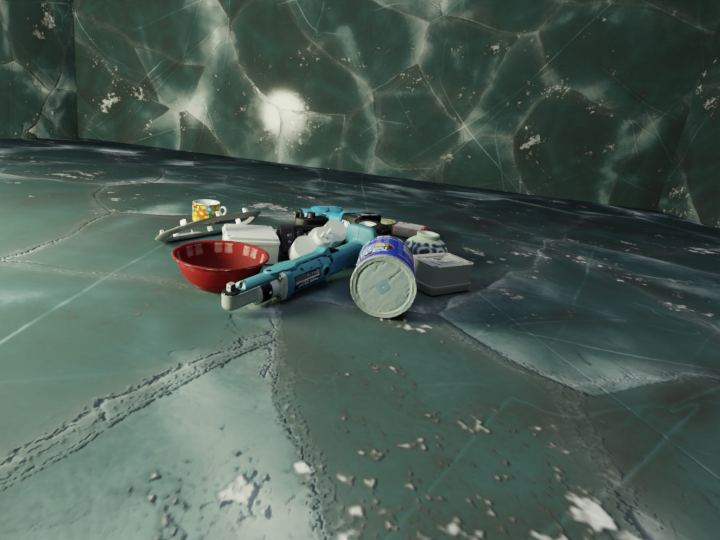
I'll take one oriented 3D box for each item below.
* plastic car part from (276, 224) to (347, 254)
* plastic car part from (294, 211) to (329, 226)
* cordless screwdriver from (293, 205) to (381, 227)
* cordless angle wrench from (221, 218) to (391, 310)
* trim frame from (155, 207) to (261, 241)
[{"bbox_3d":[-0.092,-0.060,0.945,0.196,0.068,0.067,-4,-26,-23],"label":"plastic car part"},{"bbox_3d":[-0.123,-0.114,1.080,0.111,0.070,0.070,-6,20,-45],"label":"plastic car part"},{"bbox_3d":[-0.068,-0.137,1.168,0.152,0.073,0.263,-4,17,-33],"label":"cordless screwdriver"},{"bbox_3d":[-0.081,-0.008,0.764,0.078,0.096,0.409,18,25,30],"label":"cordless angle wrench"},{"bbox_3d":[-0.330,-0.101,0.933,0.190,0.027,0.240,-17,4,36],"label":"trim frame"}]
